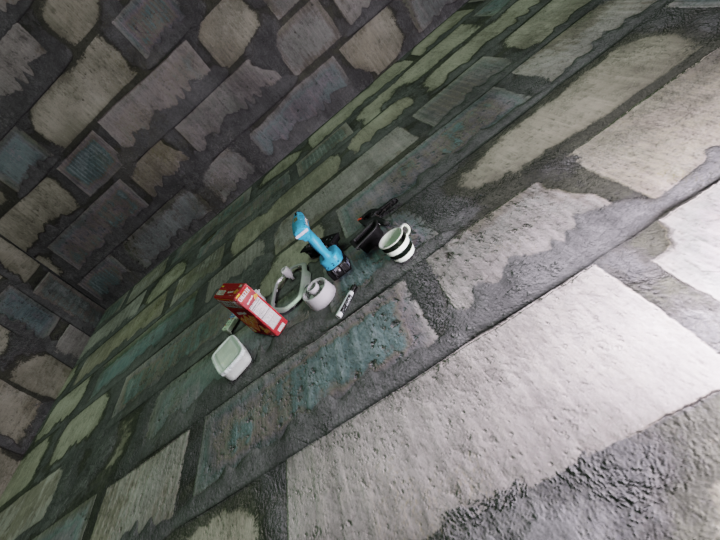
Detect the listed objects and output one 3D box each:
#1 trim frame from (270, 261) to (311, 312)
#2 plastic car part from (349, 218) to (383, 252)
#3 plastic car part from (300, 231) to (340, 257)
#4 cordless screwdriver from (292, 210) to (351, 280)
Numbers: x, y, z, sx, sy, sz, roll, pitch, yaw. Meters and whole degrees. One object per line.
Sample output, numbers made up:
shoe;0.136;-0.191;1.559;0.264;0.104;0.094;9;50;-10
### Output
trim frame;-0.262;0.064;1.573;0.187;0.026;0.256;-31;32;21
plastic car part;0.033;-0.103;1.389;0.117;0.068;0.069;-42;28;3
plastic car part;-0.146;-0.089;1.589;0.212;0.064;0.066;-9;43;45
cordless screwdriver;-0.137;-0.090;1.406;0.075;0.238;0.165;-38;28;11
